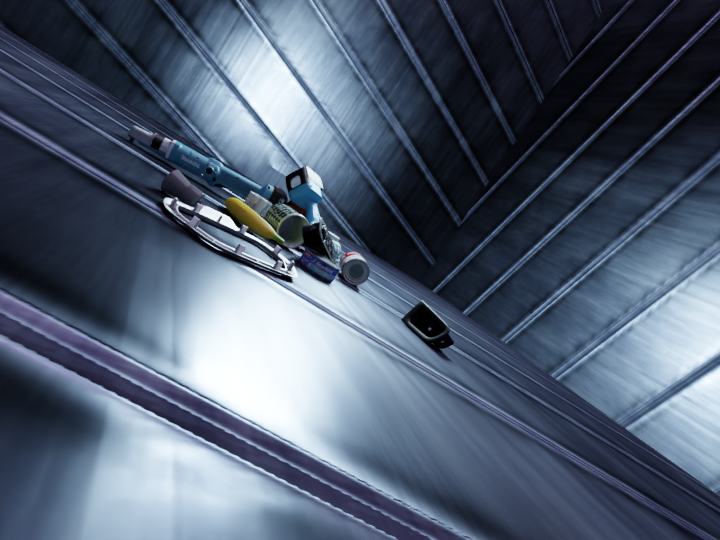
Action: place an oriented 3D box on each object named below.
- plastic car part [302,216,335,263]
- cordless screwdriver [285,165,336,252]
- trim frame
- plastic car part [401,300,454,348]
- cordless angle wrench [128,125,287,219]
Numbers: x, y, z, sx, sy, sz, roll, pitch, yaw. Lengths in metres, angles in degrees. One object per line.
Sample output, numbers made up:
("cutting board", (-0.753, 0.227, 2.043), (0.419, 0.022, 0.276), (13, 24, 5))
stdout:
("plastic car part", (-0.093, -0.061, 0.952), (0.068, 0.067, 0.197), (5, -19, 3))
("cordless screwdriver", (-0.142, -0.157, 1.118), (0.151, 0.076, 0.256), (26, 44, -61))
("trim frame", (-0.195, -0.053, 0.666), (0.234, 0.027, 0.195), (25, 8, -46))
("plastic car part", (0.155, 0.130, 0.913), (0.067, 0.066, 0.123), (47, -1, -36))
("cordless angle wrench", (-0.392, -0.259, 1.100), (0.409, 0.098, 0.077), (27, 10, -18))
